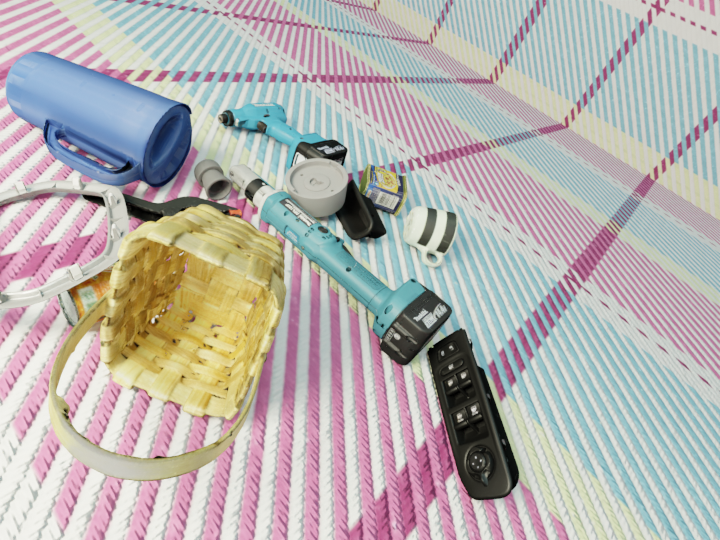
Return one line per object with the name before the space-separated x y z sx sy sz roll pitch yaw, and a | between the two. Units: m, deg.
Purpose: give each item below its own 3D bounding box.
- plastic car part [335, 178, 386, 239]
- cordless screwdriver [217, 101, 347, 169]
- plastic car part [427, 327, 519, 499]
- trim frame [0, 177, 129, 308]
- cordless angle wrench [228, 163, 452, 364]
plastic car part | 0.007 -0.095 0.758 0.067 0.066 0.122 12 41 -43
cordless screwdriver | -0.157 -0.260 0.843 0.260 0.073 0.154 41 40 24
plastic car part | 0.138 0.175 0.516 0.064 0.067 0.209 40 28 -30
trim frame | -0.355 -0.045 0.465 0.179 0.027 0.262 -15 43 -20
cordless angle wrench | -0.063 -0.041 0.644 0.440 0.074 0.095 40 39 21
